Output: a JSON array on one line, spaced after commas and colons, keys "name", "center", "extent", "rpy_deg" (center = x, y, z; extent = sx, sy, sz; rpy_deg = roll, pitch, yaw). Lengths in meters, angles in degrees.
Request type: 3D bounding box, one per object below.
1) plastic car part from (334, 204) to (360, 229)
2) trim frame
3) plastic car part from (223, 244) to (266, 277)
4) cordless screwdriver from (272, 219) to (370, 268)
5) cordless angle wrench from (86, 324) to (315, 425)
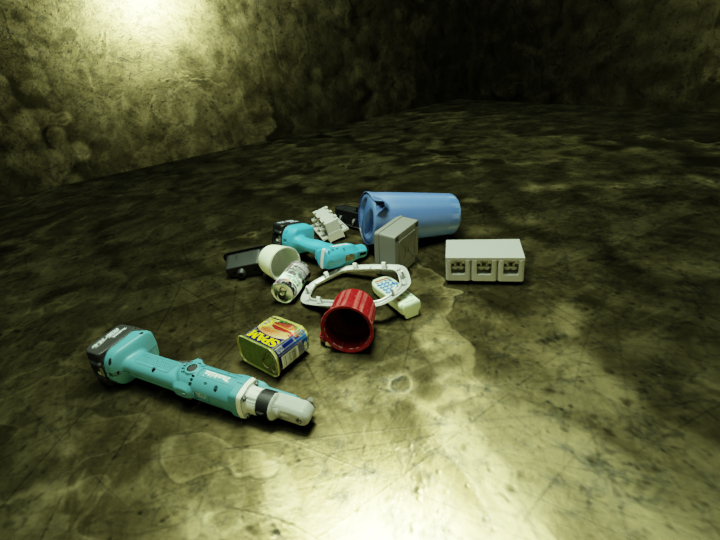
[{"name": "plastic car part", "center": [-0.010, -0.157, 1.245], "extent": [0.214, 0.065, 0.065], "rpy_deg": [16, 42, 43]}, {"name": "trim frame", "center": [-0.013, 0.030, 0.887], "extent": [0.260, 0.026, 0.182], "rpy_deg": [1, 31, 34]}, {"name": "plastic car part", "center": [-0.288, -0.013, 1.062], "extent": [0.117, 0.063, 0.073], "rpy_deg": [-11, 40, 3]}, {"name": "cordless screwdriver", "center": [-0.107, -0.070, 1.090], "extent": [0.153, 0.073, 0.263], "rpy_deg": [-13, 26, -43]}, {"name": "cordless angle wrench", "center": [-0.267, 0.176, 0.685], "extent": [0.441, 0.072, 0.097], "rpy_deg": [8, 31, 25]}]
